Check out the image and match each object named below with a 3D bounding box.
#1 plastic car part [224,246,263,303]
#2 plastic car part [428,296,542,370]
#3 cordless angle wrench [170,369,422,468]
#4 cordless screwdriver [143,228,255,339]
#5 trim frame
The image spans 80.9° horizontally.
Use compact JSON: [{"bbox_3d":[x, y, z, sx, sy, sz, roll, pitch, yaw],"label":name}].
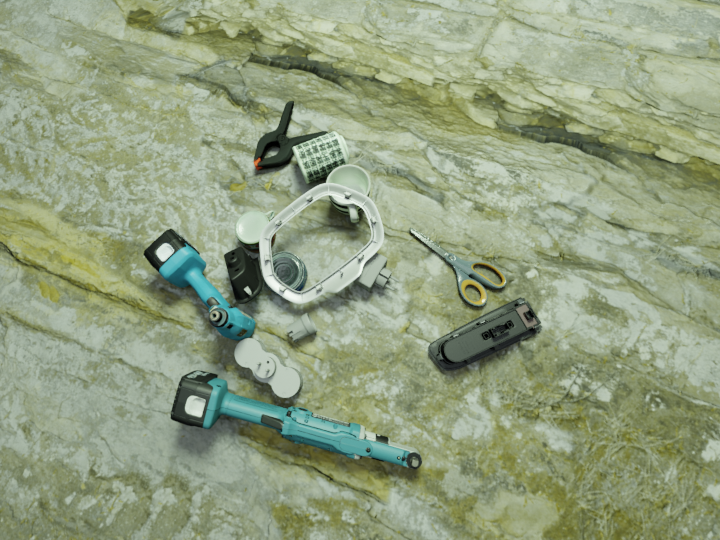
[{"bbox_3d":[-0.226,-0.001,0.794,0.066,0.068,0.122,-26,36,-4],"label":"plastic car part"},{"bbox_3d":[0.221,0.116,0.741,0.203,0.066,0.067,-25,82,1],"label":"plastic car part"},{"bbox_3d":[-0.107,0.265,0.724,0.428,0.096,0.074,13,85,5],"label":"cordless angle wrench"},{"bbox_3d":[-0.300,0.026,0.777,0.257,0.155,0.074,43,81,16],"label":"cordless screwdriver"},{"bbox_3d":[-0.076,-0.050,0.780,0.249,0.027,0.186,-36,85,4],"label":"trim frame"}]
